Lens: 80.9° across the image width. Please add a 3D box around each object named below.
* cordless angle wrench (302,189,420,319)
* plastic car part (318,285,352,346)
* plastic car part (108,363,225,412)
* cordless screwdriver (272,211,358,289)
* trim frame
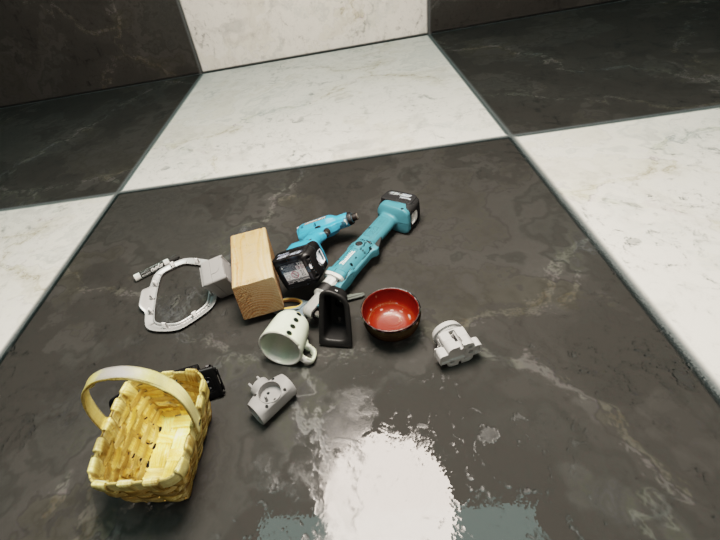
[{"bbox_3d":[0.002,-0.041,0.961,0.103,0.071,0.419,17,49,29],"label":"cordless angle wrench"},{"bbox_3d":[-0.045,0.080,0.822,0.067,0.114,0.071,2,18,10],"label":"plastic car part"},{"bbox_3d":[-0.354,0.215,0.771,0.201,0.064,0.070,-18,31,-7],"label":"plastic car part"},{"bbox_3d":[-0.094,-0.061,0.959,0.163,0.072,0.251,-18,24,19],"label":"cordless screwdriver"},{"bbox_3d":[-0.430,0.047,1.005,0.183,0.026,0.260,-16,43,-3],"label":"trim frame"}]
